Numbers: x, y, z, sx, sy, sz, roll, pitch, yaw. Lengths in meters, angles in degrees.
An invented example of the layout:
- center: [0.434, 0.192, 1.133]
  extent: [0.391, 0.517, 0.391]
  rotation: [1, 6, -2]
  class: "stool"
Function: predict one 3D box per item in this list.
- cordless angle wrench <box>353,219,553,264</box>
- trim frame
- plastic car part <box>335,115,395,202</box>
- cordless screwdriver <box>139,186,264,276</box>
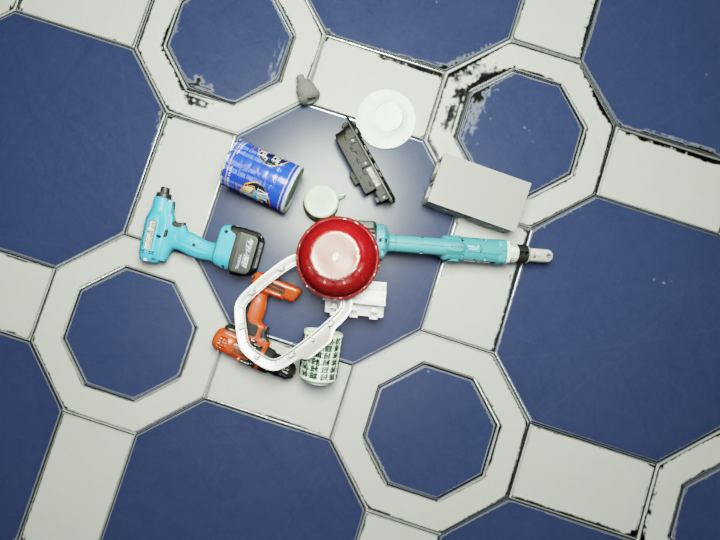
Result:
- center: [0.187, -0.045, 0.866]
  extent: [0.420, 0.098, 0.075]
  rotation: [4, 86, -4]
  class: "cordless angle wrench"
- center: [-0.134, 0.079, 0.818]
  extent: [0.248, 0.027, 0.187]
  rotation: [-38, 81, -1]
  class: "trim frame"
- center: [0.005, -0.225, 0.891]
  extent: [0.068, 0.065, 0.203]
  rotation: [-25, 89, 23]
  class: "plastic car part"
- center: [-0.324, -0.078, 0.873]
  extent: [0.251, 0.074, 0.159]
  rotation: [11, 87, 4]
  class: "cordless screwdriver"
